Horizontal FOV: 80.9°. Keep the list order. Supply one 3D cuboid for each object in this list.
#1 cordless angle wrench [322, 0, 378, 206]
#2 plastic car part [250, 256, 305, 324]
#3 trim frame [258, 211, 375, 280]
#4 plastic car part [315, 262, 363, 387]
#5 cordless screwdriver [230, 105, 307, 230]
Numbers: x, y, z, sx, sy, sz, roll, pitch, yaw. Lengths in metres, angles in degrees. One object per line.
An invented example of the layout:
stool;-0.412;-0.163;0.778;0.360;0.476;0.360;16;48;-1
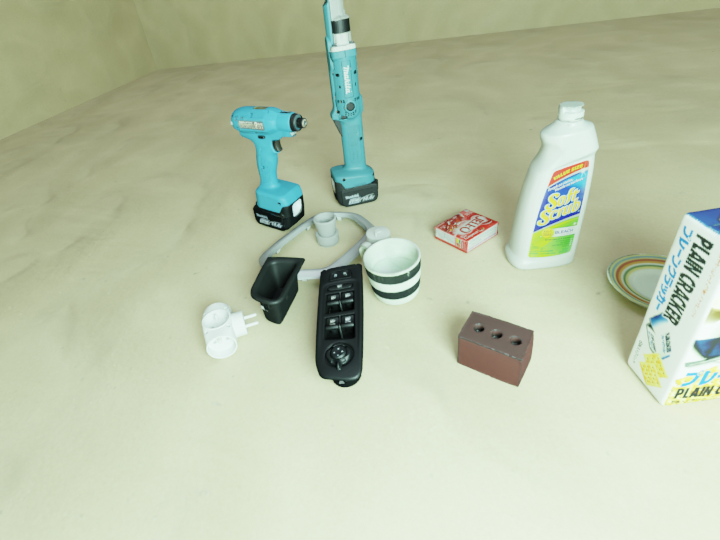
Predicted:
cordless angle wrench;-0.028;-0.331;0.842;0.097;0.408;0.078;-12;35;-7
plastic car part;-0.128;0.037;0.659;0.067;0.068;0.118;0;37;11
trim frame;-0.078;-0.051;0.800;0.193;0.026;0.245;16;43;30
plastic car part;-0.026;0.077;0.585;0.067;0.064;0.209;-6;36;4
cordless screwdriver;-0.160;-0.199;0.838;0.167;0.240;0.073;15;40;28
